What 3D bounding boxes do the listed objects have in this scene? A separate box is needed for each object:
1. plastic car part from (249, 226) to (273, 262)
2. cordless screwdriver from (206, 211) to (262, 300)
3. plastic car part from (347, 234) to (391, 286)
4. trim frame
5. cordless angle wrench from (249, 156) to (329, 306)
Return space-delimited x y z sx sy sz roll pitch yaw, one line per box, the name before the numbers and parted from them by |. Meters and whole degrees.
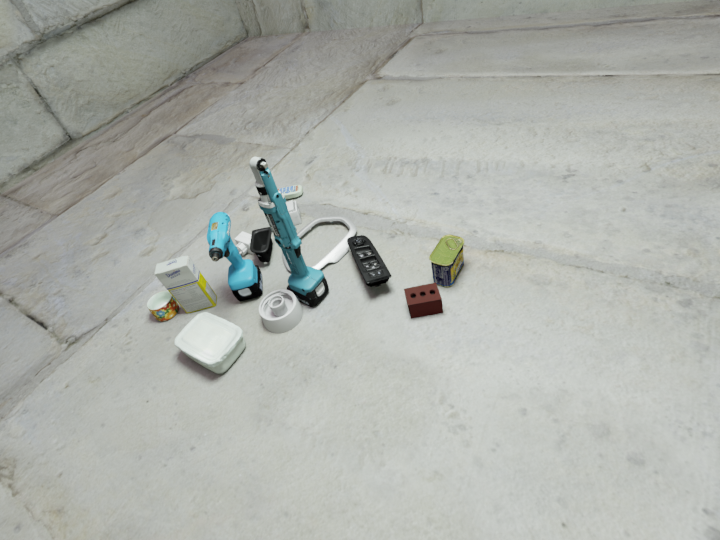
plastic car part | -0.288 -0.067 1.255 0.067 0.068 0.121 -12 43 6
cordless screwdriver | -0.327 -0.014 1.092 0.075 0.238 0.166 -15 43 2
plastic car part | 0.019 -0.023 1.105 0.066 0.064 0.213 -21 43 -4
trim frame | -0.121 -0.079 1.239 0.195 0.026 0.246 24 58 36
cordless angle wrench | -0.172 -0.082 0.983 0.103 0.404 0.074 21 54 33
